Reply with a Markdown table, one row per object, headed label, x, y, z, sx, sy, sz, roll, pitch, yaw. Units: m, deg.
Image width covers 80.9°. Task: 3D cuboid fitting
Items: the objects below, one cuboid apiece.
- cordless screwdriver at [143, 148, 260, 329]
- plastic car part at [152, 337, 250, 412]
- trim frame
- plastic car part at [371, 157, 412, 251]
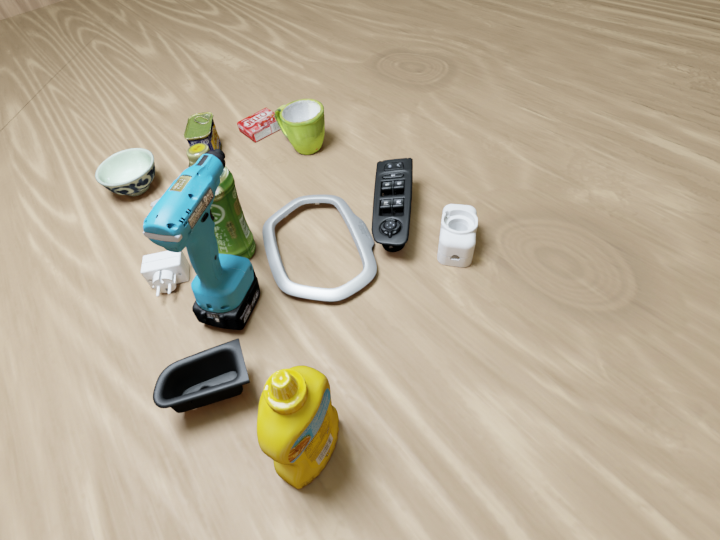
| label | x | y | z | sx | sy | sz | roll | pitch | yaw |
| --- | --- | --- | --- | --- | --- | --- | --- | --- | --- |
| cordless screwdriver | -0.204 | -0.036 | 0.598 | 0.076 | 0.239 | 0.161 | 8 | 51 | 11 |
| plastic car part | -0.201 | 0.149 | 0.552 | 0.115 | 0.068 | 0.069 | -19 | 50 | -9 |
| trim frame | -0.071 | -0.046 | 0.727 | 0.182 | 0.026 | 0.261 | -19 | 50 | -7 |
| plastic car part | 0.056 | -0.111 | 0.737 | 0.067 | 0.064 | 0.207 | 1 | 50 | 7 |
